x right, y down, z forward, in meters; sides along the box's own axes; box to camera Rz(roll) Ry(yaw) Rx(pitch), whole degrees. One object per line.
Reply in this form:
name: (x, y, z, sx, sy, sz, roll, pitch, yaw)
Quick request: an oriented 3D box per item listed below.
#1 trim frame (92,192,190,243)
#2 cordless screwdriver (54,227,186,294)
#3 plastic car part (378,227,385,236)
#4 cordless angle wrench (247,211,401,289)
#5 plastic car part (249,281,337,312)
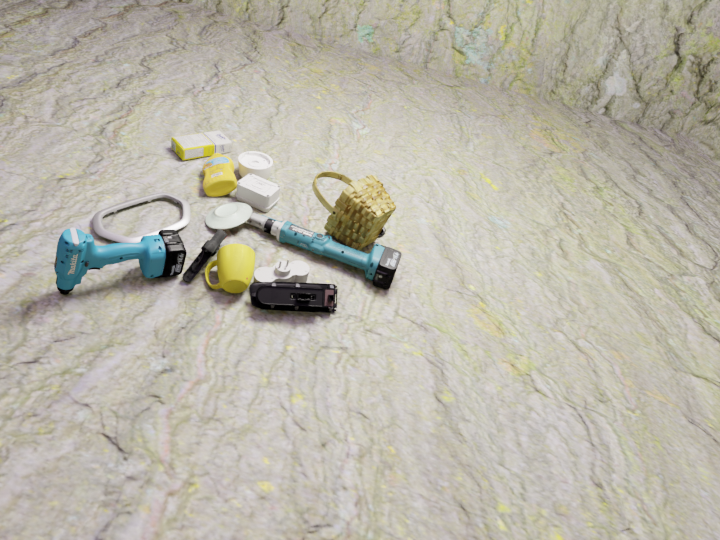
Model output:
trim frame: (-0.561, -0.140, 1.099, 0.192, 0.027, 0.242, 37, 48, 24)
cordless screwdriver: (-0.514, -0.016, 0.910, 0.237, 0.159, 0.078, -3, 46, -43)
plastic car part: (0.038, -0.162, 1.252, 0.064, 0.069, 0.123, -19, 48, -32)
cordless angle wrench: (-0.109, -0.071, 1.114, 0.432, 0.073, 0.098, 20, 41, 11)
plastic car part: (-0.148, 0.060, 0.947, 0.200, 0.066, 0.068, 3, 0, -8)
